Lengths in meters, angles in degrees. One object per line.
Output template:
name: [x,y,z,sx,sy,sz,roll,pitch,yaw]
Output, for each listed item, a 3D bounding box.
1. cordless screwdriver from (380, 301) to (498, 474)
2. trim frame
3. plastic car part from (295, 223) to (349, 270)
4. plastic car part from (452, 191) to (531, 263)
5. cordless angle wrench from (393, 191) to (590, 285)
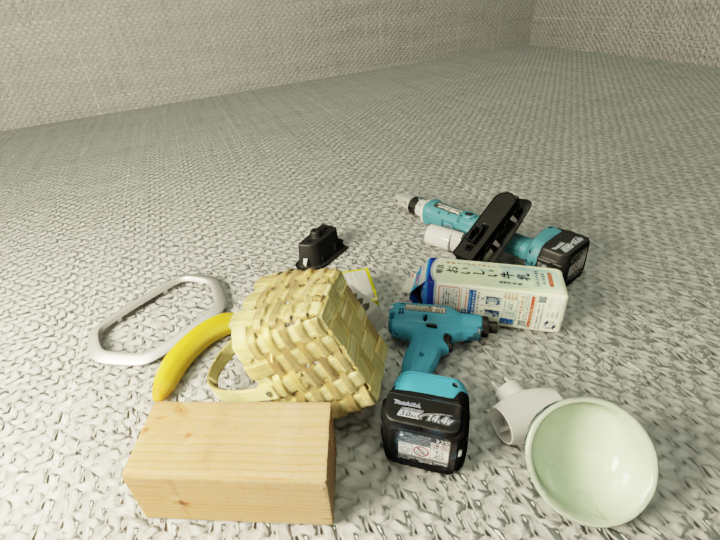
cordless screwdriver: [0.109,0.132,0.558,0.162,0.072,0.252,2,32,10]
trim frame: [-0.350,0.080,0.744,0.194,0.026,0.244,20,44,31]
plastic car part: [-0.084,-0.055,0.855,0.069,0.069,0.114,16,37,30]
plastic car part: [0.220,-0.063,0.749,0.202,0.063,0.070,-49,37,-8]
cordless angle wrench: [0.225,-0.092,0.865,0.095,0.072,0.448,-28,38,-29]
